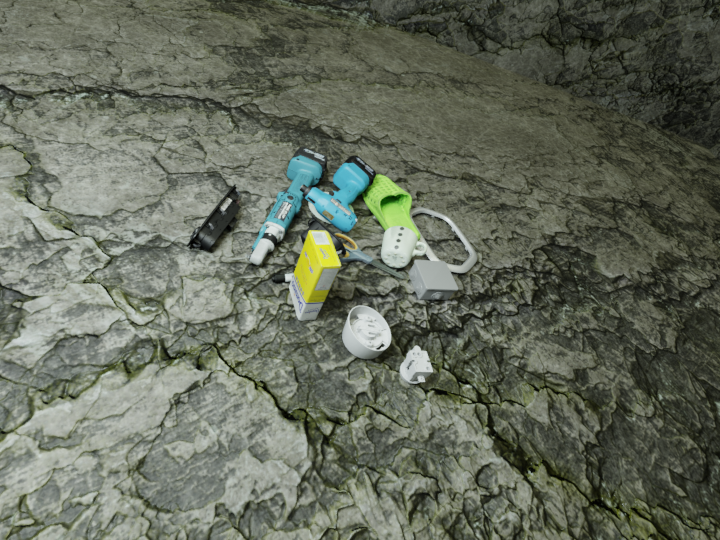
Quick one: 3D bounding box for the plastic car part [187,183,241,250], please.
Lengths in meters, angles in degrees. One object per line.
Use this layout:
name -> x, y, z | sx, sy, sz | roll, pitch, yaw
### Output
plastic car part -> -0.323, -0.111, 0.957 | 0.065, 0.068, 0.204 | 44, 39, -18

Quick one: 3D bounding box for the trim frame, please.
trim frame -> 0.217, -0.088, 1.165 | 0.177, 0.027, 0.260 | -5, 52, -27

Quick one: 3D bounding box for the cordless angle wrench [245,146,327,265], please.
cordless angle wrench -> -0.182, -0.164, 1.054 | 0.097, 0.074, 0.429 | 21, 46, -4

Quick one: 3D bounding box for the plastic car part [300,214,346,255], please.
plastic car part -> -0.097, -0.063, 0.990 | 0.070, 0.063, 0.122 | -38, 61, -16

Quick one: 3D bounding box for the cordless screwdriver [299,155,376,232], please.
cordless screwdriver -> -0.056, -0.220, 1.108 | 0.156, 0.075, 0.250 | 35, 42, -10
